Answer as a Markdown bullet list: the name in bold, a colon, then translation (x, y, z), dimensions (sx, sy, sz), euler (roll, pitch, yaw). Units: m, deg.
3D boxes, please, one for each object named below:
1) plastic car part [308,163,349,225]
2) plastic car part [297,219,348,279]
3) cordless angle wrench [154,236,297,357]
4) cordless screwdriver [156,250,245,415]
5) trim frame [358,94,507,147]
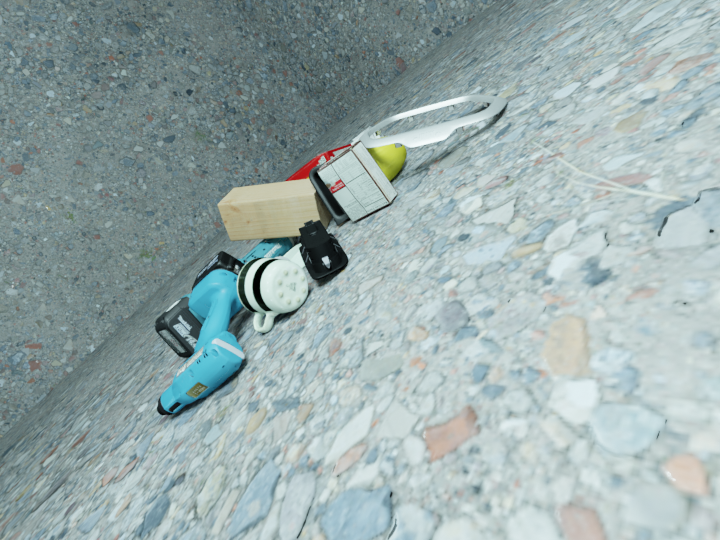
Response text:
- **plastic car part**: translation (-0.043, -0.151, 0.809), dimensions (0.066, 0.118, 0.069), euler (-35, -7, 13)
- **plastic car part**: translation (-0.066, -0.043, 0.674), dimensions (0.066, 0.065, 0.210), euler (-17, 23, -7)
- **cordless angle wrench**: translation (-0.224, -0.004, 0.864), dimensions (0.077, 0.095, 0.420), euler (-22, 23, 48)
- **cordless screwdriver**: translation (-0.239, 0.091, 0.655), dimensions (0.161, 0.071, 0.258), euler (-42, 31, 19)
- **trim frame**: translation (0.115, -0.252, 0.719), dimensions (0.255, 0.026, 0.186), euler (-8, 31, 19)
